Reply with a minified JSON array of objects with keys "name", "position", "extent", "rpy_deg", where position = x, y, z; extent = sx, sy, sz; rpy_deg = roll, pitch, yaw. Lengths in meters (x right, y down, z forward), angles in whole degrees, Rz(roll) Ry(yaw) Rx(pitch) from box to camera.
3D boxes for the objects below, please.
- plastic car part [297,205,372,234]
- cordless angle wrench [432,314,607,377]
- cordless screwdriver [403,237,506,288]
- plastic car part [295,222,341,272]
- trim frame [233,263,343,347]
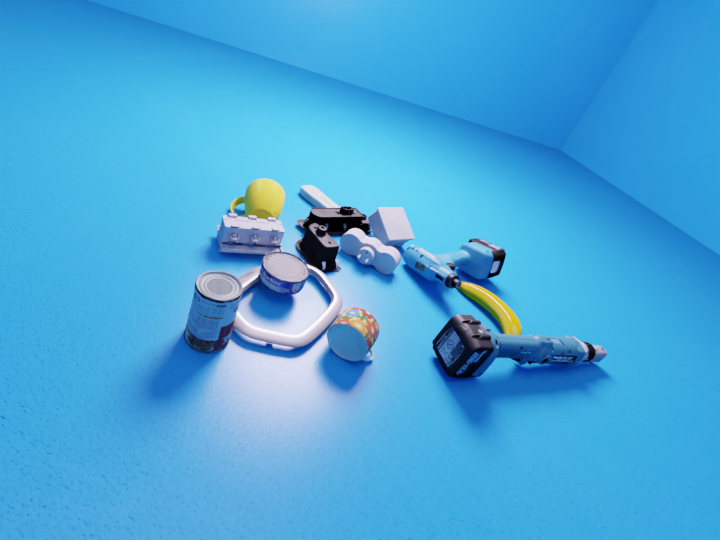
[{"name":"plastic car part","position":[-0.055,-0.121,1.017],"extent":[0.195,0.066,0.069],"rpy_deg":[-10,51,-36]},{"name":"cordless angle wrench","position":[0.331,0.150,0.800],"extent":[0.406,0.097,0.078],"rpy_deg":[8,38,-27]},{"name":"cordless screwdriver","position":[0.240,-0.013,0.983],"extent":[0.239,0.073,0.168],"rpy_deg":[-6,28,-32]},{"name":"plastic car part","position":[-0.087,-0.057,0.888],"extent":[0.063,0.070,0.123],"rpy_deg":[-6,44,-41]},{"name":"trim frame","position":[-0.134,0.048,0.744],"extent":[0.189,0.027,0.245],"rpy_deg":[29,34,12]}]
